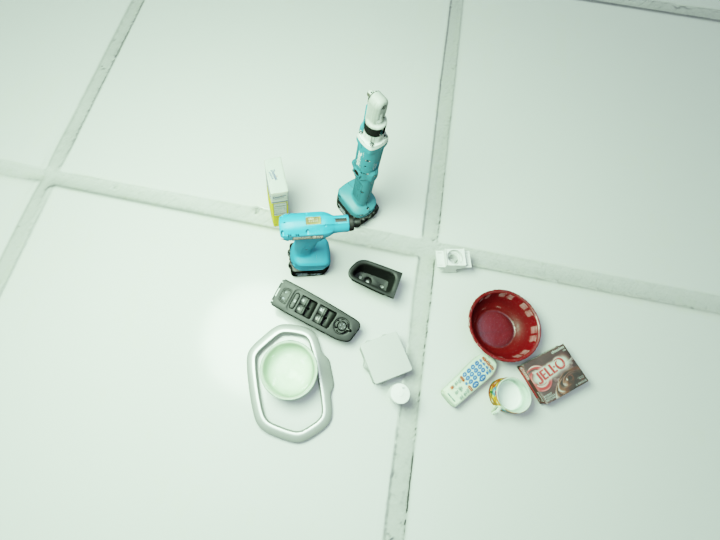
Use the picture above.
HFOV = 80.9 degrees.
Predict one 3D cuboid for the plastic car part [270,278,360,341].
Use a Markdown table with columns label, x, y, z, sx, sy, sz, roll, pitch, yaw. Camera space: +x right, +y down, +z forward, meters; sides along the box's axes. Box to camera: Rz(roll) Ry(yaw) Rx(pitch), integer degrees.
| label | x | y | z | sx | sy | sz | roll | pitch | yaw |
| --- | --- | --- | --- | --- | --- | --- | --- | --- | --- |
| plastic car part | -0.101 | 0.099 | 0.957 | 0.206 | 0.066 | 0.066 | 27 | 71 | 8 |

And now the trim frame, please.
| label | x | y | z | sx | sy | sz | roll | pitch | yaw |
| --- | --- | --- | --- | --- | --- | --- | --- | --- | --- |
| trim frame | -0.151 | 0.241 | 0.922 | 0.183 | 0.027 | 0.255 | -12 | 70 | -6 |

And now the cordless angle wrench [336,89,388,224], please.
| label | x | y | z | sx | sy | sz | roll | pitch | yaw |
| --- | --- | --- | --- | --- | --- | --- | --- | --- | --- |
| cordless angle wrench | 0.011 | -0.221 | 0.895 | 0.073 | 0.416 | 0.100 | -34 | 78 | -15 |

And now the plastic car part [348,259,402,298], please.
| label | x | y | z | sx | sy | sz | roll | pitch | yaw |
| --- | --- | --- | --- | --- | --- | --- | --- | --- | --- |
| plastic car part | 0.028 | 0.021 | 0.987 | 0.118 | 0.070 | 0.066 | 21 | 70 | 6 |

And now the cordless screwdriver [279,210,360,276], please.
| label | x | y | z | sx | sy | sz | roll | pitch | yaw |
| --- | --- | --- | --- | --- | --- | --- | --- | --- | --- |
| cordless screwdriver | -0.090 | -0.059 | 0.922 | 0.158 | 0.245 | 0.076 | -3 | 72 | -6 |
